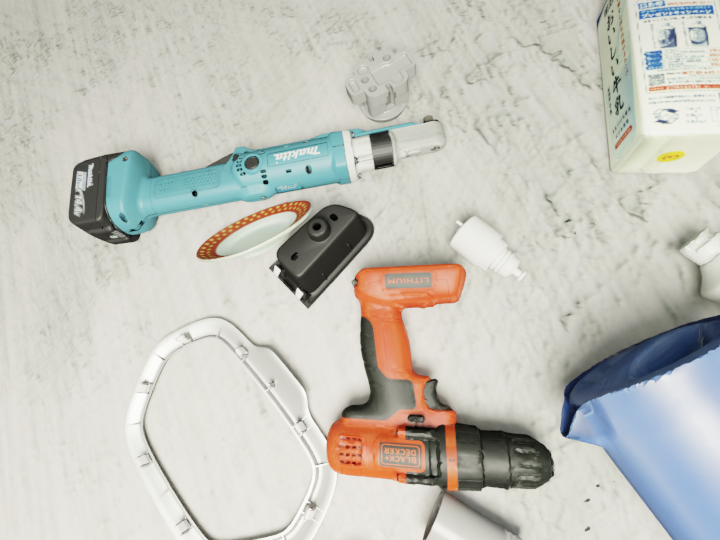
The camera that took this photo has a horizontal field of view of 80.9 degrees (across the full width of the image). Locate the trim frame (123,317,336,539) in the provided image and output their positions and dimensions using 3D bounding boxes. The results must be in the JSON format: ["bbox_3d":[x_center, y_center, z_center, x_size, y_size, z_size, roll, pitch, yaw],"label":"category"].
[{"bbox_3d":[-0.137,0.163,0.418,0.184,0.026,0.259,-43,67,-5],"label":"trim frame"}]

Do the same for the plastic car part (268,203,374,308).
[{"bbox_3d":[-0.043,-0.028,0.437,0.068,0.068,0.116,43,88,18],"label":"plastic car part"}]

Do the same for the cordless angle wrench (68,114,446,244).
[{"bbox_3d":[-0.118,-0.112,0.484,0.428,0.072,0.100,-9,71,7],"label":"cordless angle wrench"}]
